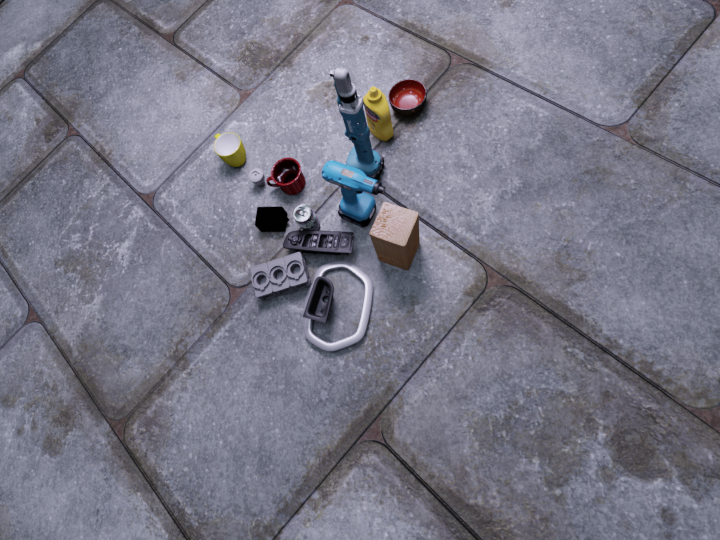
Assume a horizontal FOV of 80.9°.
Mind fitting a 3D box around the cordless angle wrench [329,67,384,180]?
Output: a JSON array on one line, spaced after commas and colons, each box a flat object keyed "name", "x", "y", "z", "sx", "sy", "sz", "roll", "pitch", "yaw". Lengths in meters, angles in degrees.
[{"name": "cordless angle wrench", "x": -0.009, "y": -0.355, "z": 1.068, "sx": 0.101, "sy": 0.408, "sz": 0.074, "roll": 20, "pitch": 77, "yaw": 14}]

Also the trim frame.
[{"name": "trim frame", "x": -0.064, "y": 0.091, "z": 1.132, "sx": 0.189, "sy": 0.026, "sz": 0.251, "roll": 6, "pitch": 73, "yaw": 15}]

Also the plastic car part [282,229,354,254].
[{"name": "plastic car part", "x": -0.116, "y": -0.076, "z": 1.182, "sx": 0.208, "sy": 0.064, "sz": 0.067, "roll": 5, "pitch": 73, "yaw": 15}]

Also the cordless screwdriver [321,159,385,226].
[{"name": "cordless screwdriver", "x": -0.001, "y": -0.190, "z": 1.099, "sx": 0.165, "sy": 0.240, "sz": 0.074, "roll": 25, "pitch": 79, "yaw": 17}]

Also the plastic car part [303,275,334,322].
[{"name": "plastic car part", "x": -0.099, "y": 0.080, "z": 1.122, "sx": 0.068, "sy": 0.068, "sz": 0.117, "roll": 12, "pitch": 75, "yaw": 15}]
